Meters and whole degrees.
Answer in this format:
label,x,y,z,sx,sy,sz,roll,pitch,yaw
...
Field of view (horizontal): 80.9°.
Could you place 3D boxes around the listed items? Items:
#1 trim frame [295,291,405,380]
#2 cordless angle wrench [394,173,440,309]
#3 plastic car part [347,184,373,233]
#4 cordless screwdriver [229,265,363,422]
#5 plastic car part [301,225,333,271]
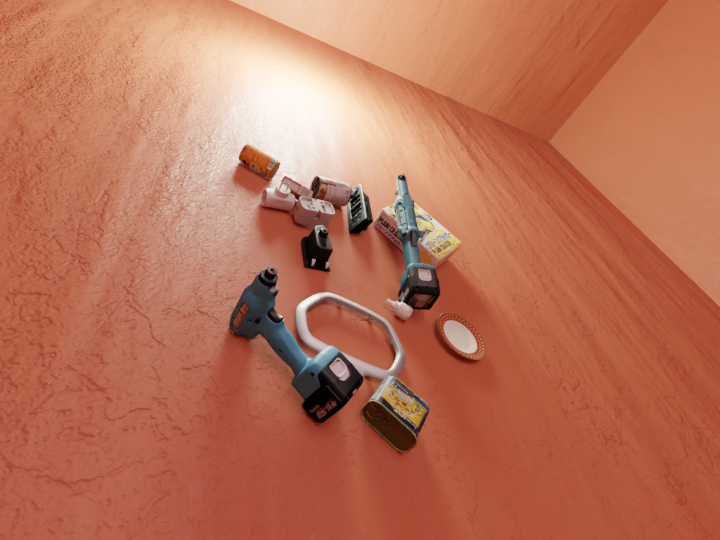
label,x,y,z,sx,sy,sz,roll,pitch,yaw
trim frame,-0.019,0.131,0.854,0.245,0.027,0.187,26,35,-9
cordless angle wrench,0.127,-0.099,1.108,0.073,0.096,0.437,5,51,-11
plastic car part,0.002,-0.176,1.210,0.064,0.067,0.211,24,34,-28
cordless screwdriver,-0.105,0.116,0.699,0.255,0.159,0.072,42,36,12
plastic car part,-0.098,-0.064,0.997,0.063,0.071,0.121,13,42,-27
